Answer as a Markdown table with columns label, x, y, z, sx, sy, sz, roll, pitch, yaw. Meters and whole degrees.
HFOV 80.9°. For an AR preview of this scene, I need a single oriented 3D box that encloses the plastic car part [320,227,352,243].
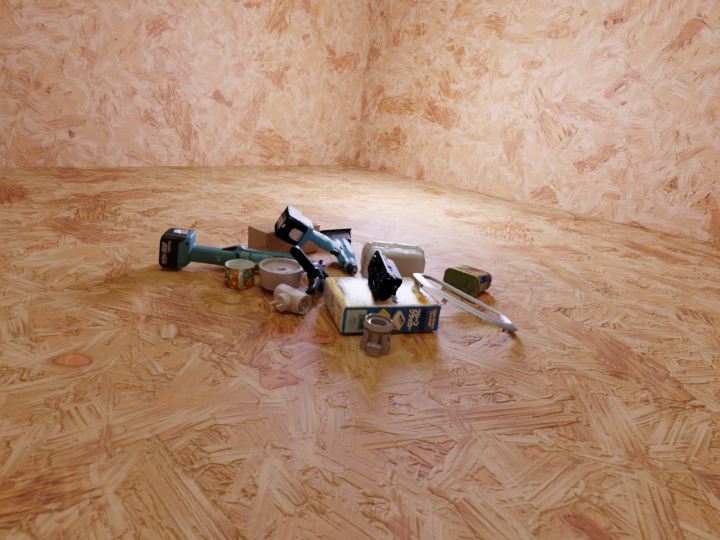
| label | x | y | z | sx | sy | sz | roll | pitch | yaw |
| --- | --- | --- | --- | --- | --- | --- | --- | --- | --- |
| plastic car part | -0.077 | -0.095 | 1.377 | 0.113 | 0.064 | 0.075 | -5 | 36 | -21 |

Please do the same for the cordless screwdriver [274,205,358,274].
| label | x | y | z | sx | sy | sz | roll | pitch | yaw |
| --- | --- | --- | --- | --- | --- | --- | --- | --- | --- |
| cordless screwdriver | -0.115 | -0.075 | 1.174 | 0.238 | 0.074 | 0.166 | 27 | 20 | -27 |

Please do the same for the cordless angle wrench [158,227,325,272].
| label | x | y | z | sx | sy | sz | roll | pitch | yaw |
| --- | --- | --- | --- | --- | --- | --- | --- | --- | --- |
| cordless angle wrench | -0.302 | -0.032 | 1.108 | 0.418 | 0.097 | 0.076 | 8 | 18 | -6 |

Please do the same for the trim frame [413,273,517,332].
| label | x | y | z | sx | sy | sz | roll | pitch | yaw |
| --- | --- | --- | --- | --- | --- | --- | --- | --- | --- |
| trim frame | 0.229 | 0.070 | 0.944 | 0.256 | 0.027 | 0.180 | 27 | 13 | 14 |

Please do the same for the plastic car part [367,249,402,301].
| label | x | y | z | sx | sy | sz | roll | pitch | yaw |
| --- | --- | --- | --- | --- | --- | --- | --- | --- | --- |
| plastic car part | 0.054 | 0.007 | 0.925 | 0.066 | 0.066 | 0.208 | 13 | 17 | -12 |
